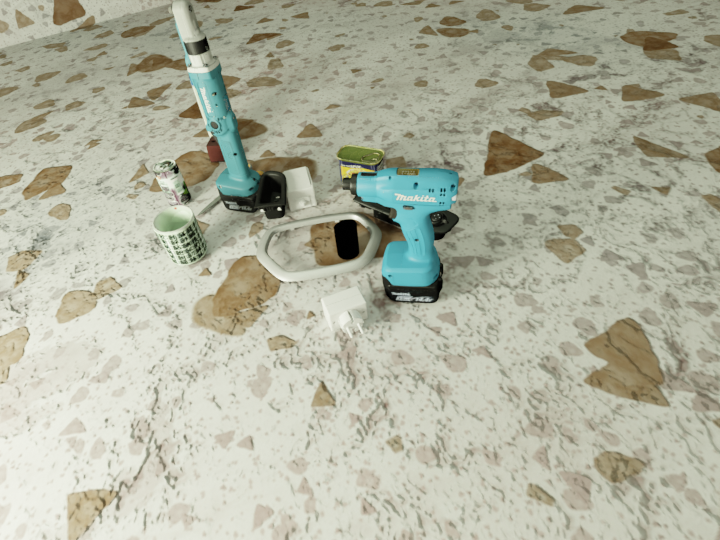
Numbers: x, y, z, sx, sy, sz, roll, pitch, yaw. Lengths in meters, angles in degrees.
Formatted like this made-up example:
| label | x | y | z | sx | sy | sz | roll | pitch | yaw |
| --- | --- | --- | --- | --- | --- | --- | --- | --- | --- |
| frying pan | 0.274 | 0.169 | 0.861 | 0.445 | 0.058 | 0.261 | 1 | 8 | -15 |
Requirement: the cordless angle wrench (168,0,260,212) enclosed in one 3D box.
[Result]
| label | x | y | z | sx | sy | sz | roll | pitch | yaw |
| --- | --- | --- | --- | --- | --- | --- | --- | --- | --- |
| cordless angle wrench | -0.275 | -0.297 | 0.830 | 0.101 | 0.407 | 0.075 | 10 | 49 | 15 |

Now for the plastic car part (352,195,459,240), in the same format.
| label | x | y | z | sx | sy | sz | roll | pitch | yaw |
| --- | --- | --- | --- | --- | --- | --- | --- | --- | --- |
| plastic car part | 0.087 | -0.109 | 0.827 | 0.213 | 0.064 | 0.066 | 24 | 54 | 28 |

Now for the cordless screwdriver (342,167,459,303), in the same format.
| label | x | y | z | sx | sy | sz | roll | pitch | yaw |
| --- | --- | --- | --- | --- | --- | --- | --- | --- | --- |
| cordless screwdriver | 0.059 | -0.054 | 0.660 | 0.163 | 0.239 | 0.075 | 6 | 48 | 12 |

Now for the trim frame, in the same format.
| label | x | y | z | sx | sy | sz | roll | pitch | yaw |
| --- | --- | --- | --- | --- | --- | --- | --- | --- | --- |
| trim frame | -0.081 | -0.053 | 0.830 | 0.248 | 0.026 | 0.192 | -13 | 47 | -2 |

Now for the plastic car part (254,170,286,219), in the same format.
| label | x | y | z | sx | sy | sz | roll | pitch | yaw |
| --- | --- | --- | --- | --- | --- | --- | --- | --- | --- |
| plastic car part | -0.185 | -0.155 | 0.915 | 0.066 | 0.068 | 0.120 | -6 | 47 | 2 |
